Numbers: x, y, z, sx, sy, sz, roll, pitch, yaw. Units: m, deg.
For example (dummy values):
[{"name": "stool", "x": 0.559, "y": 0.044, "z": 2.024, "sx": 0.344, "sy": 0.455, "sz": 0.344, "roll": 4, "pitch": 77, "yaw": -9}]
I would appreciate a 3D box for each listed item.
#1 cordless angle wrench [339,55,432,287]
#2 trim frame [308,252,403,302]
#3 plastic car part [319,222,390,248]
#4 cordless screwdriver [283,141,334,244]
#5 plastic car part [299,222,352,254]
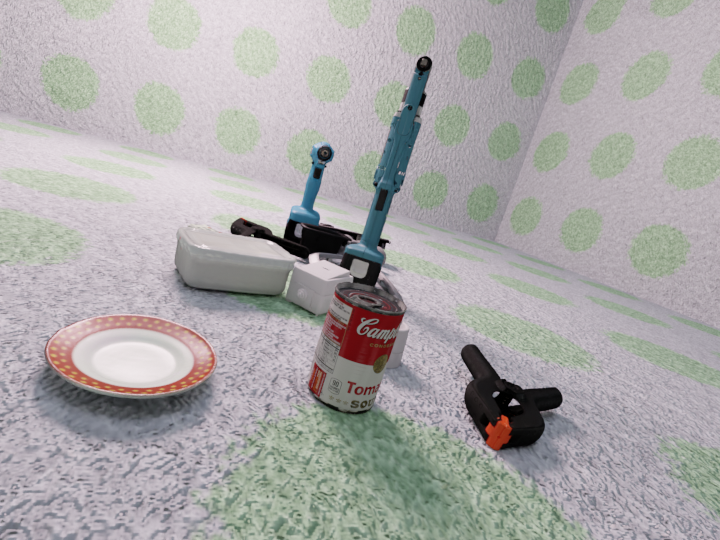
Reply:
[{"name": "cordless angle wrench", "x": 0.052, "y": -0.170, "z": 0.770, "sx": 0.075, "sy": 0.420, "sz": 0.097, "roll": 18, "pitch": 11, "yaw": 6}, {"name": "trim frame", "x": -0.010, "y": 0.013, "z": 0.807, "sx": 0.180, "sy": 0.027, "sz": 0.256, "roll": 13, "pitch": 13, "yaw": -14}, {"name": "plastic car part", "x": -0.028, "y": -0.079, "z": 1.091, "sx": 0.206, "sy": 0.066, "sz": 0.066, "roll": 18, "pitch": 12, "yaw": 7}, {"name": "cordless screwdriver", "x": -0.114, "y": -0.174, "z": 0.977, "sx": 0.073, "sy": 0.247, "sz": 0.163, "roll": 15, "pitch": 11, "yaw": -12}, {"name": "plastic car part", "x": -0.090, "y": -0.059, "z": 0.917, "sx": 0.111, "sy": 0.070, "sz": 0.069, "roll": 9, "pitch": 14, "yaw": -33}]
